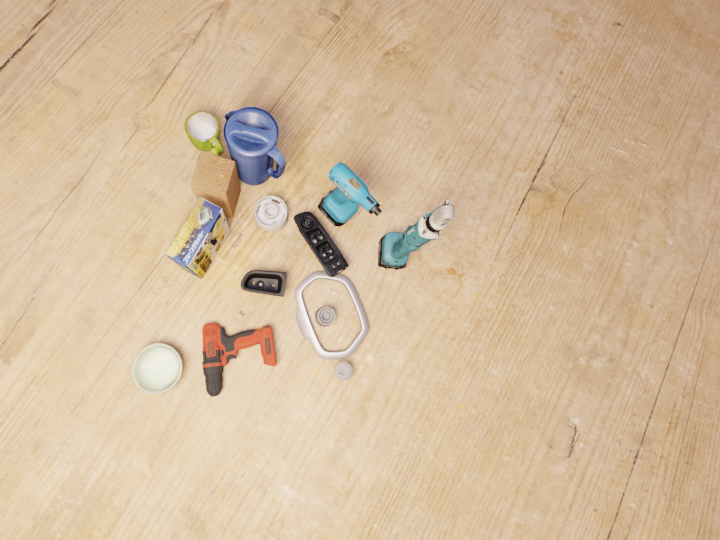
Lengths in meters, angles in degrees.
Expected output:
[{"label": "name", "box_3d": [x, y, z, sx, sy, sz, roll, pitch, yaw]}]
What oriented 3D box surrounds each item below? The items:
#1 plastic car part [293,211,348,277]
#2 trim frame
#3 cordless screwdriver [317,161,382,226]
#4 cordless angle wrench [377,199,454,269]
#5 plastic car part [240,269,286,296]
[{"label": "plastic car part", "box_3d": [-0.115, -0.076, 1.181, 0.065, 0.067, 0.205, -31, 83, -14]}, {"label": "trim frame", "box_3d": [-0.083, 0.120, 1.161, 0.182, 0.027, 0.252, -21, 81, -11]}, {"label": "cordless screwdriver", "box_3d": [-0.030, -0.178, 1.121, 0.074, 0.249, 0.160, -44, 90, -15]}, {"label": "cordless angle wrench", "box_3d": [0.130, -0.081, 1.028, 0.073, 0.424, 0.099, 7, 79, -11]}, {"label": "plastic car part", "box_3d": [-0.260, 0.035, 1.137, 0.115, 0.071, 0.067, 6, 78, -7]}]
